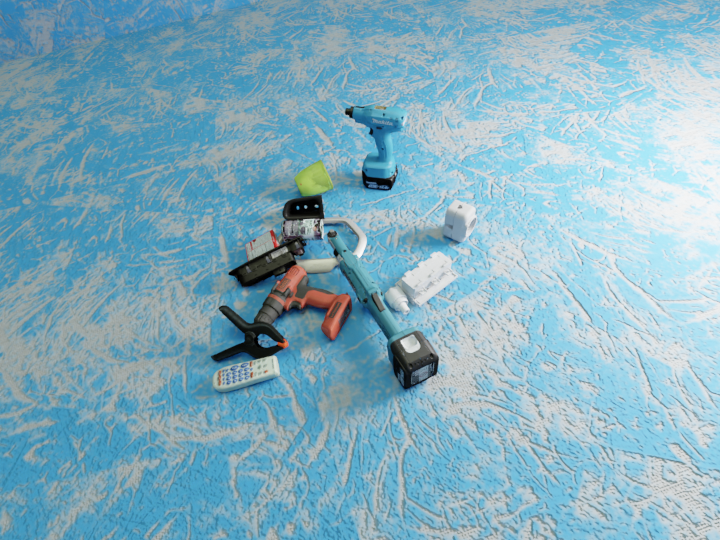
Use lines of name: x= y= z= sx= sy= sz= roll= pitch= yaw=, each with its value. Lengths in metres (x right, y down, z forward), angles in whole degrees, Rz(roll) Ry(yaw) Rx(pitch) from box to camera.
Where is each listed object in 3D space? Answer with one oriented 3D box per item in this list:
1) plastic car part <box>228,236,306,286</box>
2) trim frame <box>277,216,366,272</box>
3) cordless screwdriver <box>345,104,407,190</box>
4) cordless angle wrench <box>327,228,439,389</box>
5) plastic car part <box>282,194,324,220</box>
plastic car part: x=-0.224 y=-0.013 z=1.043 sx=0.204 sy=0.065 sz=0.068 roll=-21 pitch=79 yaw=4
trim frame: x=-0.108 y=-0.071 z=1.107 sx=0.250 sy=0.026 sz=0.190 roll=-4 pitch=49 yaw=4
cordless screwdriver: x=0.036 y=-0.342 z=1.167 sx=0.163 sy=0.240 sz=0.075 roll=14 pitch=52 yaw=11
cordless angle wrench: x=0.020 y=0.053 z=0.934 sx=0.073 sy=0.094 sz=0.446 roll=-23 pitch=50 yaw=-13
plastic car part: x=-0.153 y=-0.175 z=1.178 sx=0.119 sy=0.065 sz=0.070 roll=-3 pitch=11 yaw=14
